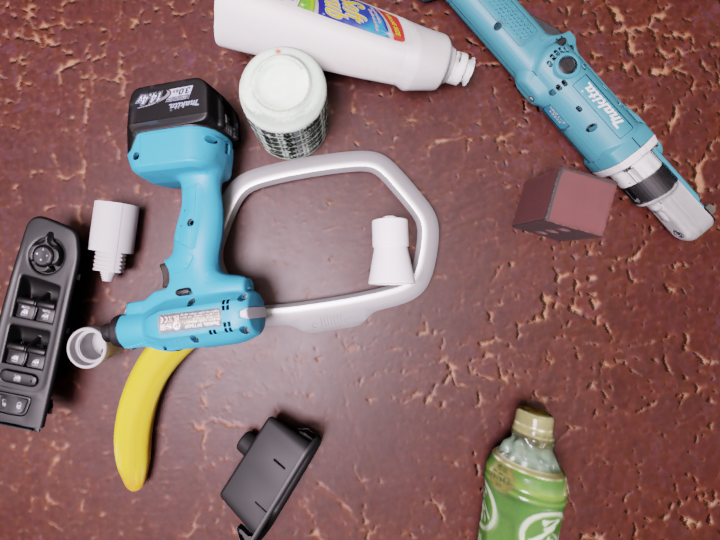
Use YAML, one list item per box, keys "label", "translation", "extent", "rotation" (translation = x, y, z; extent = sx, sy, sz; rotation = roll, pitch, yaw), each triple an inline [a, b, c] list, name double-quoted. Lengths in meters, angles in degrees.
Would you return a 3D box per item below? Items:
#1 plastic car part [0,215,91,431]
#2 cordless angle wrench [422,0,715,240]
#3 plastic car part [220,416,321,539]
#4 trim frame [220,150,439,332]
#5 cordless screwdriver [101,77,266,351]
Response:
- label: "plastic car part"
  translation: [-0.315, 0.048, 0.428]
  extent: [0.067, 0.066, 0.203]
  rotation: [10, 91, 7]
- label: "cordless angle wrench"
  translation: [0.191, -0.195, 0.419]
  extent: [0.098, 0.074, 0.424]
  rotation: [-40, 88, 0]
- label: "plastic car part"
  translation: [-0.094, 0.196, 0.419]
  extent: [0.073, 0.064, 0.116]
  rotation: [27, 85, 15]
- label: "trim frame"
  translation: [-0.043, -0.028, 0.442]
  extent: [0.249, 0.027, 0.185]
  rotation: [-10, 86, 0]
- label: "cordless screwdriver"
  translation: [-0.184, -0.048, 0.411]
  extent: [0.162, 0.072, 0.251]
  rotation: [-10, 81, 11]
